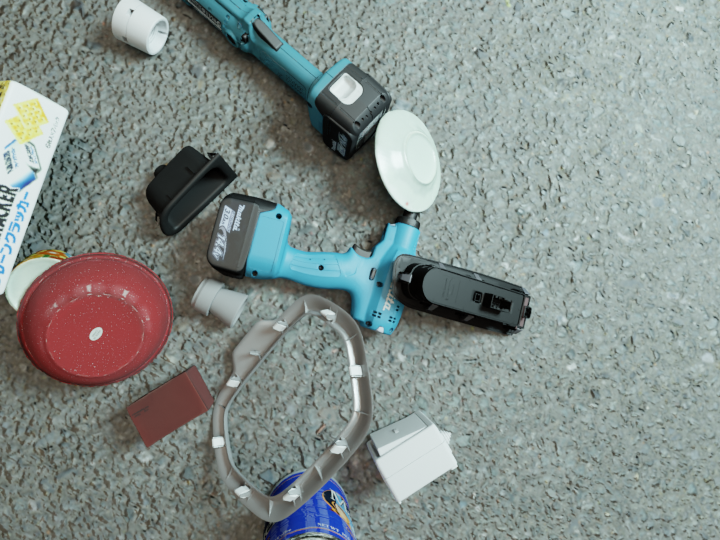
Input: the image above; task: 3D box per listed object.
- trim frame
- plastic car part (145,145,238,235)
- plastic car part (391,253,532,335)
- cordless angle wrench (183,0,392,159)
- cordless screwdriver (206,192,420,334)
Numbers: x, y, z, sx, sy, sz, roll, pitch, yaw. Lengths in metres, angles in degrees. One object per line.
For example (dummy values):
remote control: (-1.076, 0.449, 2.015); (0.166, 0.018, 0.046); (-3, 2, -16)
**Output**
trim frame: (-0.085, 0.141, 0.451); (0.249, 0.026, 0.194); (-50, 51, 17)
plastic car part: (-0.223, -0.109, 0.526); (0.116, 0.064, 0.073); (-43, 76, -4)
plastic car part: (0.129, 0.033, 0.502); (0.197, 0.069, 0.066); (16, 93, -18)
cordless angle wrench: (-0.146, -0.313, 0.541); (0.428, 0.097, 0.074); (42, 82, 6)
cordless screwdriver: (-0.051, -0.033, 0.519); (0.246, 0.075, 0.160); (19, 83, -6)
